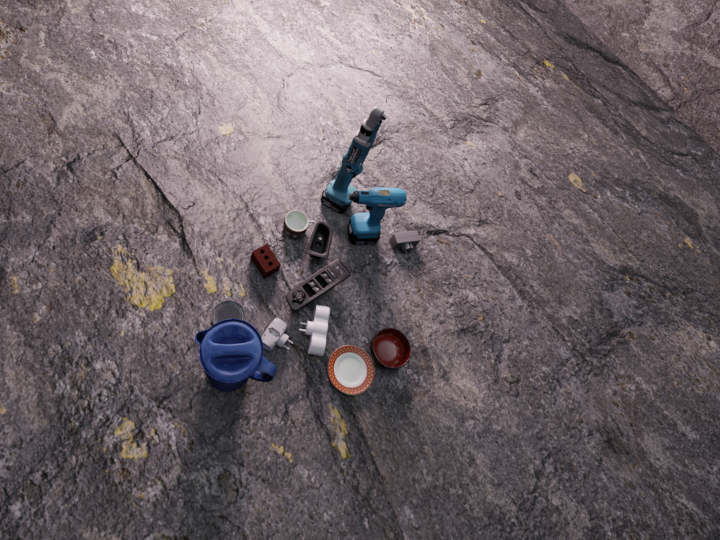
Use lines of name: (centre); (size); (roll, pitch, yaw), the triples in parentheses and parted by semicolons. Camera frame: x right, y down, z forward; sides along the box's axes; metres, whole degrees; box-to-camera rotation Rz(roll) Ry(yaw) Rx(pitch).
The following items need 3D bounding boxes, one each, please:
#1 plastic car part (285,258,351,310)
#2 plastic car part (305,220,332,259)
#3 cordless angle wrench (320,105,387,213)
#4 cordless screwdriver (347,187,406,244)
plastic car part: (-0.126, 0.047, 1.202); (0.199, 0.067, 0.068); (-34, 78, -26)
plastic car part: (-0.124, -0.081, 1.265); (0.065, 0.071, 0.118); (17, 62, -8)
cordless angle wrench: (-0.020, -0.309, 1.205); (0.098, 0.422, 0.074); (32, 61, -2)
cordless screwdriver: (0.016, -0.161, 1.238); (0.155, 0.248, 0.076); (0, 67, -17)
